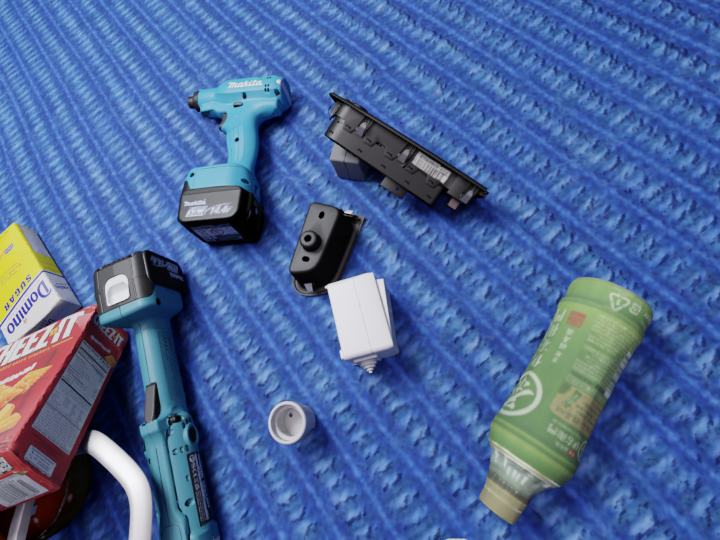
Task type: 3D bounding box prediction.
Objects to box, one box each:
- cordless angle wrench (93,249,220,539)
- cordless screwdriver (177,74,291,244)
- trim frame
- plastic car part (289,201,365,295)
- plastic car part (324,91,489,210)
[{"bbox_3d":[-0.206,0.185,0.458,0.075,0.094,0.436,-23,70,5],"label":"cordless angle wrench"},{"bbox_3d":[-0.192,-0.161,0.584,0.163,0.071,0.253,0,67,15],"label":"cordless screwdriver"},{"bbox_3d":[-0.276,0.285,0.397,0.188,0.026,0.254,-8,70,15],"label":"trim frame"},{"bbox_3d":[-0.048,-0.032,0.496,0.068,0.068,0.117,14,72,19],"label":"plastic car part"},{"bbox_3d":[0.039,-0.127,0.480,0.204,0.066,0.067,38,106,2],"label":"plastic car part"}]
